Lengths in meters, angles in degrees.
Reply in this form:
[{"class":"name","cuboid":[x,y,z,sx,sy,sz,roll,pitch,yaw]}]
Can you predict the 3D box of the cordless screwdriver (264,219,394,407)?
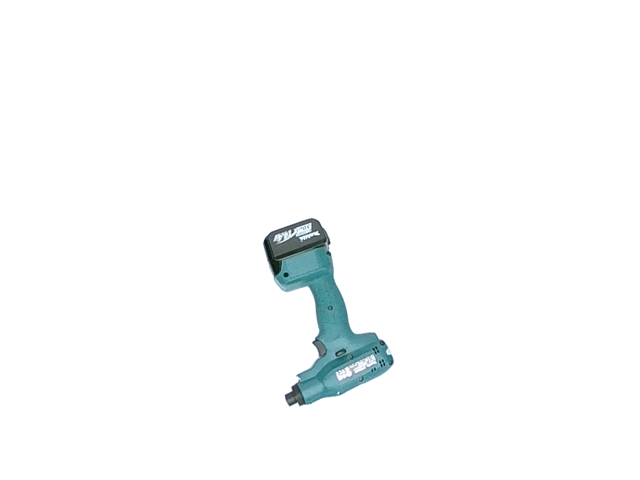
[{"class":"cordless screwdriver","cuboid":[-0.016,0.105,0.620,0.159,0.248,0.074,-24,-14,-8]}]
